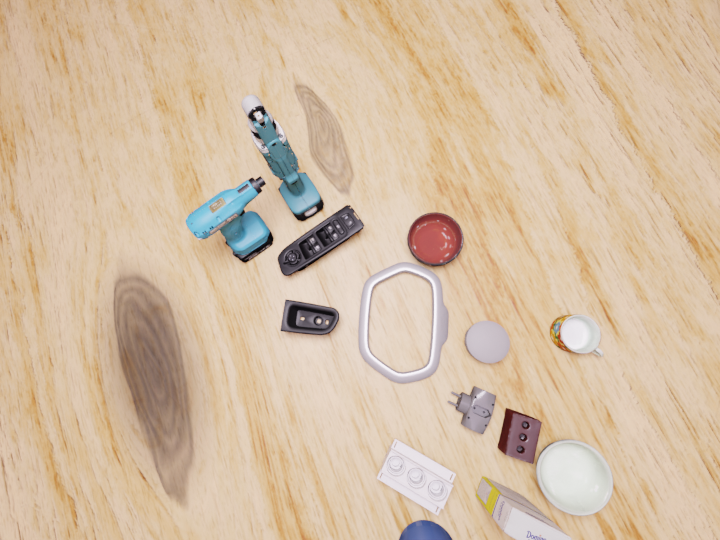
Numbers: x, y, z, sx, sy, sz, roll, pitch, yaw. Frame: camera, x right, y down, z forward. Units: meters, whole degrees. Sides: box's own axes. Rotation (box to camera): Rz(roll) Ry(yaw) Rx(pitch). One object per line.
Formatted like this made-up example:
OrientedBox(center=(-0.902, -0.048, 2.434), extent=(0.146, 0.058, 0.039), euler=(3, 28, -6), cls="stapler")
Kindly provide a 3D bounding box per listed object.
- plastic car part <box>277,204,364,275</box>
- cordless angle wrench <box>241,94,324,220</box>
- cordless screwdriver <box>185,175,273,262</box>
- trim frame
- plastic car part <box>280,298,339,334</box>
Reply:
OrientedBox(center=(-0.090, -0.059, 0.922), extent=(0.203, 0.065, 0.068), euler=(-33, 78, 0), cls="plastic car part")
OrientedBox(center=(-0.142, -0.198, 0.781), extent=(0.074, 0.414, 0.100), euler=(-32, 80, -3), cls="cordless angle wrench")
OrientedBox(center=(-0.235, -0.102, 0.861), extent=(0.159, 0.243, 0.076), euler=(-36, 80, -3), cls="cordless screwdriver")
OrientedBox(center=(0.089, 0.105, 0.879), extent=(0.187, 0.027, 0.251), euler=(2, 78, 8), cls="trim frame")
OrientedBox(center=(-0.100, 0.103, 0.884), extent=(0.118, 0.069, 0.066), euler=(7, 80, 8), cls="plastic car part")
